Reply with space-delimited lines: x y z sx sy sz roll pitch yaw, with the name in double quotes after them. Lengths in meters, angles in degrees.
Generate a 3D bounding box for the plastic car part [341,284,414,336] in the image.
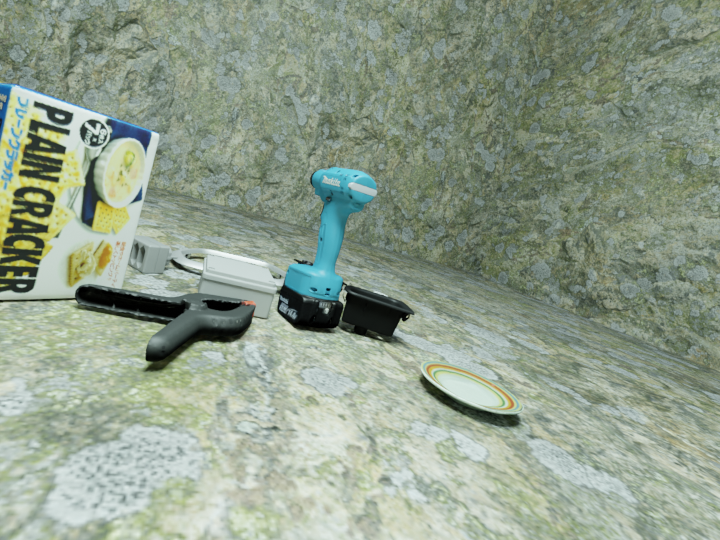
0.016 0.072 0.693 0.114 0.070 0.068 15 7 -12 "plastic car part"

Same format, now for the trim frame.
-0.250 -0.005 0.837 0.243 0.027 0.189 15 8 -14 "trim frame"

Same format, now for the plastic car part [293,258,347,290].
-0.094 0.018 0.853 0.064 0.067 0.211 14 8 -23 "plastic car part"

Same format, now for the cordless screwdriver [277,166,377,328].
-0.066 -0.043 0.678 0.071 0.248 0.168 13 8 -34 "cordless screwdriver"
